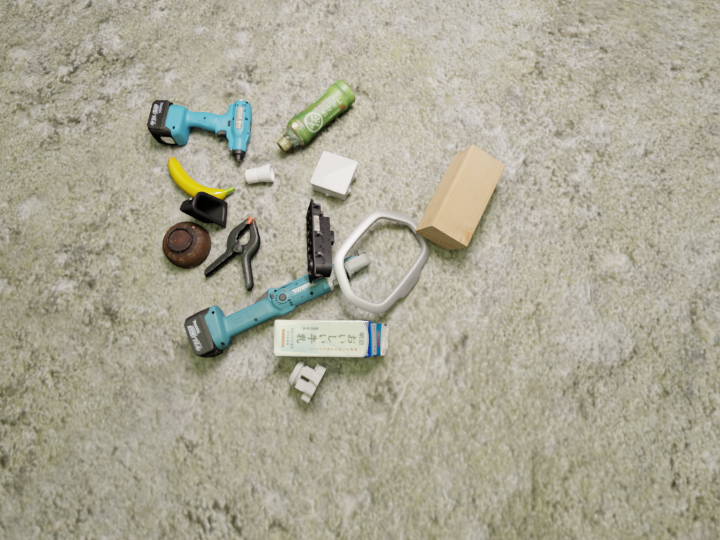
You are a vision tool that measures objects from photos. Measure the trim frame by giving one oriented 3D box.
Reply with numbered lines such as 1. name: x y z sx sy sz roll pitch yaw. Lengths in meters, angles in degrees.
1. trim frame: 0.050 -0.023 0.926 0.184 0.028 0.247 40 69 -1

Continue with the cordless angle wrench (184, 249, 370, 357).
1. cordless angle wrench: -0.170 0.063 0.928 0.421 0.073 0.100 -25 75 -4

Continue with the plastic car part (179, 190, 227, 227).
1. plastic car part: -0.373 -0.142 0.986 0.073 0.111 0.067 -7 75 25

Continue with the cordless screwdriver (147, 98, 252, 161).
1. cordless screwdriver: -0.399 -0.348 1.059 0.249 0.073 0.161 1 75 1

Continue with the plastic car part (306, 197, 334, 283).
1. plastic car part: -0.091 -0.060 0.930 0.065 0.066 0.209 12 52 -18
